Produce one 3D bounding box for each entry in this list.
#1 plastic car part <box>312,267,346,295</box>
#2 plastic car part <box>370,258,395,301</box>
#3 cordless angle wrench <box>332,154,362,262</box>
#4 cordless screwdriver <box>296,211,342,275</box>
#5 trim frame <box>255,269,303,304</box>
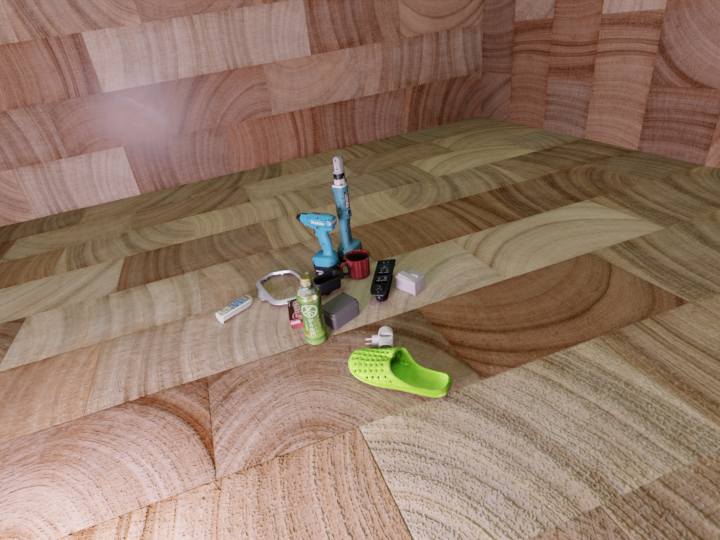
[{"bbox_3d":[-0.113,0.049,1.472,0.114,0.068,0.070,-27,34,-29],"label":"plastic car part"},{"bbox_3d":[0.077,0.038,1.442,0.068,0.065,0.204,0,32,14],"label":"plastic car part"},{"bbox_3d":[-0.062,-0.221,1.575,0.078,0.409,0.096,13,34,33],"label":"cordless angle wrench"},{"bbox_3d":[-0.153,-0.100,1.564,0.167,0.241,0.073,10,33,30],"label":"cordless screwdriver"},{"bbox_3d":[-0.287,0.058,1.548,0.180,0.026,0.263,-24,33,-23],"label":"trim frame"}]
